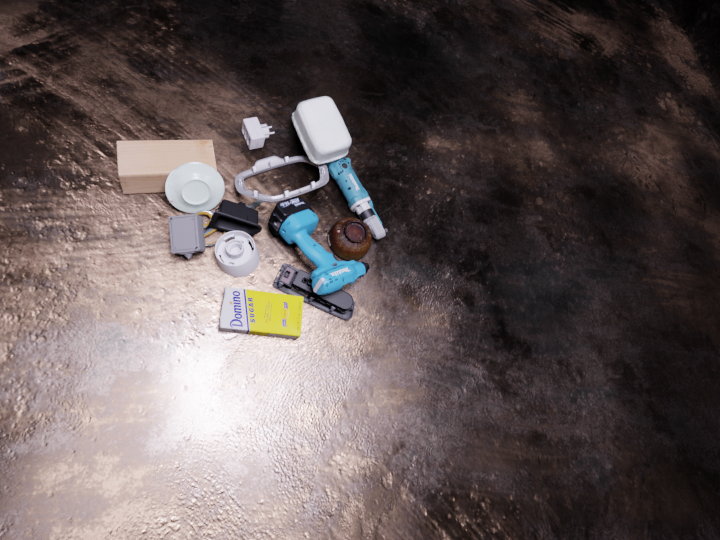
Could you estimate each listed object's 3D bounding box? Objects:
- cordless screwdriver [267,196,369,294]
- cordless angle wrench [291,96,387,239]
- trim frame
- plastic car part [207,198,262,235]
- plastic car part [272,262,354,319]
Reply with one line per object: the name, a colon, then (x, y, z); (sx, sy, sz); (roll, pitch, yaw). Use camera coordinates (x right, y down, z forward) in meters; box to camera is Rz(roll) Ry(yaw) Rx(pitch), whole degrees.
cordless screwdriver: (-0.097, -0.063, 0.992); (0.154, 0.074, 0.258); (-19, 62, -40)
cordless angle wrench: (-0.050, -0.268, 1.129); (0.096, 0.075, 0.431); (-24, 78, -25)
trim frame: (-0.193, -0.237, 1.057); (0.243, 0.026, 0.195); (-26, 47, -25)
plastic car part: (-0.288, -0.129, 0.986); (0.111, 0.067, 0.073); (13, 57, -27)
plastic car part: (-0.097, 0.045, 0.983); (0.200, 0.067, 0.067); (28, 57, -7)
